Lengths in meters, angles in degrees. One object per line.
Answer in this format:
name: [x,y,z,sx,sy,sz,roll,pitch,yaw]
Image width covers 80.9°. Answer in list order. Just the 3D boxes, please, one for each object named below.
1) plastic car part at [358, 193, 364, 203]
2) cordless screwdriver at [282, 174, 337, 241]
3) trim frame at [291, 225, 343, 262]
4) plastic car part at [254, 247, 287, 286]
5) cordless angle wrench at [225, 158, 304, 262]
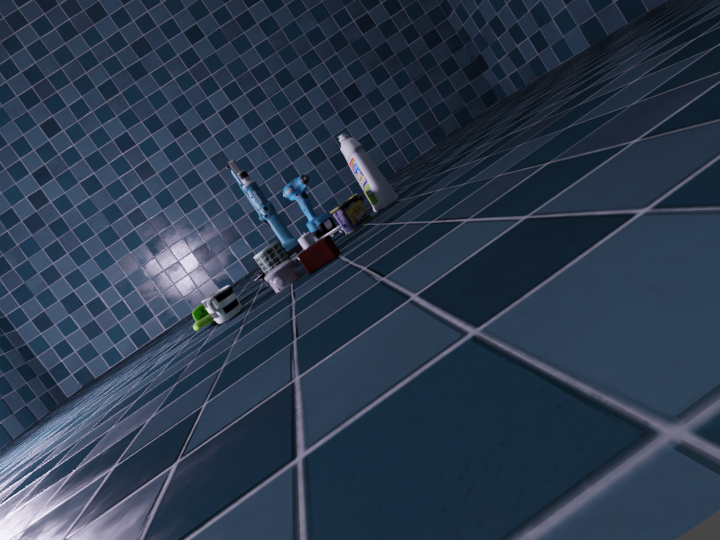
plastic car part: [-0.030,-0.213,1.505,0.116,0.070,0.067,-35,7,-5]
cordless screwdriver: [-0.177,-0.230,1.552,0.073,0.247,0.163,-37,7,-35]
trim frame: [-0.136,-0.089,1.394,0.189,0.027,0.245,-25,14,42]
plastic car part: [-0.269,-0.002,1.301,0.067,0.066,0.202,-32,10,19]
cordless angle wrench: [-0.338,-0.214,1.501,0.097,0.419,0.075,-35,4,-12]
